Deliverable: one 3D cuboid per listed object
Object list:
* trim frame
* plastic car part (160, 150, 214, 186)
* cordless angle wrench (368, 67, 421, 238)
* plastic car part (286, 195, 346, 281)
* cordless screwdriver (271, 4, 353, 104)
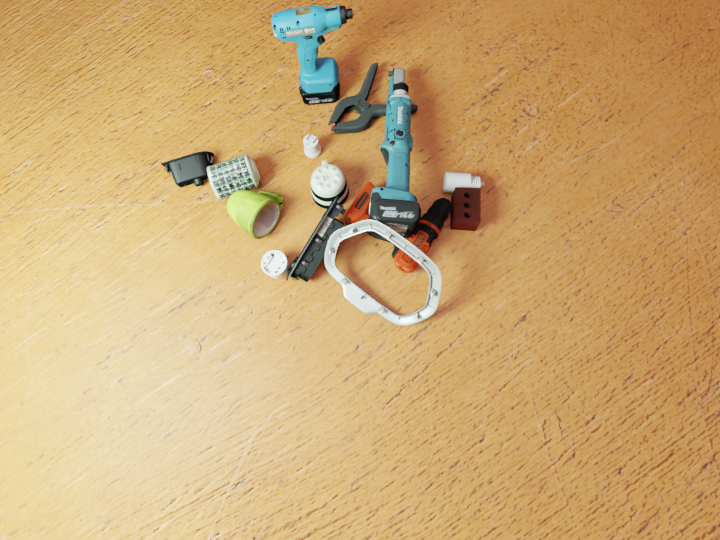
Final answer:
[{"bbox_3d":[0.040,0.009,0.823,0.250,0.027,0.185,38,124,3],"label":"trim frame"},{"bbox_3d":[-0.394,-0.231,0.991,0.116,0.066,0.071,-15,89,-3],"label":"plastic car part"},{"bbox_3d":[0.078,-0.274,0.900,0.098,0.072,0.431,4,65,1],"label":"cordless angle wrench"},{"bbox_3d":[-0.086,-0.056,0.882,0.065,0.068,0.203,35,96,-14],"label":"plastic car part"},{"bbox_3d":[-0.084,-0.471,0.926,0.162,0.241,0.075,-3,75,7],"label":"cordless screwdriver"}]
